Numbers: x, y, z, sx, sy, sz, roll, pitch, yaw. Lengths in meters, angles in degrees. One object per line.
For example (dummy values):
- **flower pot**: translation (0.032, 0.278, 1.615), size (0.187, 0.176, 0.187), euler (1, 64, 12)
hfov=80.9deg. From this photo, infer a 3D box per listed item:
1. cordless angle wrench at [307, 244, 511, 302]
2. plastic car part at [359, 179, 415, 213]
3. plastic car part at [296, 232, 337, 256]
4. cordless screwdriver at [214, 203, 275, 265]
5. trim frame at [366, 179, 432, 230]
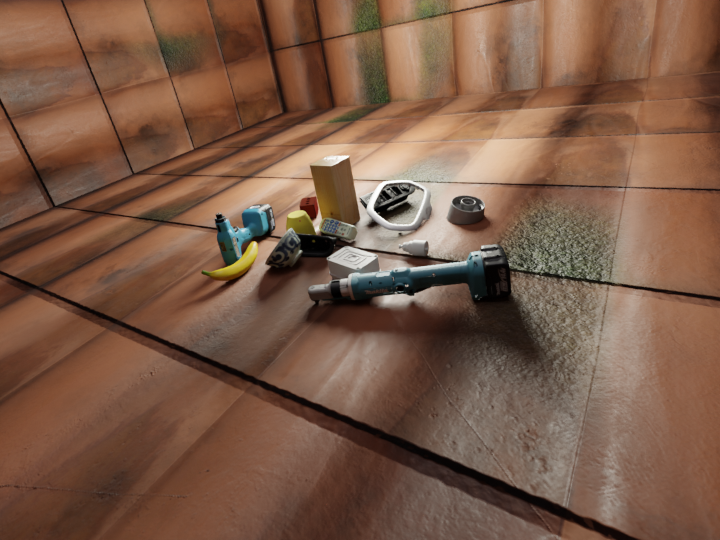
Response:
- **cordless angle wrench**: translation (0.087, 0.025, 0.905), size (0.433, 0.094, 0.075), euler (-7, 31, 16)
- **plastic car part**: translation (0.091, -0.230, 1.355), size (0.199, 0.065, 0.070), euler (-29, 56, -22)
- **plastic car part**: translation (-0.116, -0.076, 1.189), size (0.120, 0.065, 0.070), euler (4, 18, 20)
- **cordless screwdriver**: translation (-0.354, -0.140, 1.286), size (0.077, 0.154, 0.248), euler (0, 29, 20)
- **trim frame**: translation (0.121, -0.199, 1.273), size (0.189, 0.027, 0.250), euler (14, 46, 14)
